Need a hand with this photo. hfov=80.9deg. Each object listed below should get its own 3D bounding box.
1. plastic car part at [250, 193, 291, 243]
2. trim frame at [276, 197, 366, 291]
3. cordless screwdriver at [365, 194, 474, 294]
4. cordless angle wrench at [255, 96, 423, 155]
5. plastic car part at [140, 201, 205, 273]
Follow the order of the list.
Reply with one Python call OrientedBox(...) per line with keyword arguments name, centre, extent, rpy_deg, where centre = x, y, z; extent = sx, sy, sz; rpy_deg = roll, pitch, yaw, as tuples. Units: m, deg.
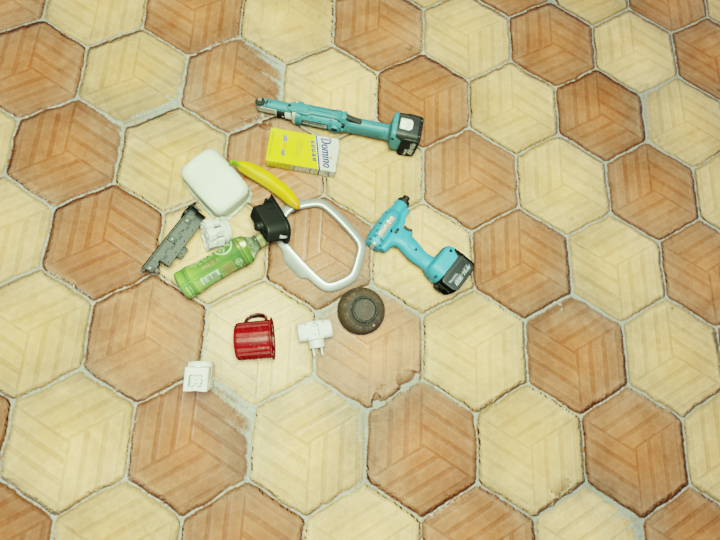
OrientedBox(name="plastic car part", centre=(-0.215, -0.112, 0.975), extent=(0.068, 0.066, 0.121), rpy_deg=(-11, 57, -37))
OrientedBox(name="trim frame", centre=(-0.100, -0.065, 1.024), extent=(0.183, 0.027, 0.250), rpy_deg=(-43, 86, -13))
OrientedBox(name="cordless screwdriver", centre=(0.154, -0.064, 1.023), extent=(0.252, 0.073, 0.159), rpy_deg=(34, 77, 7))
OrientedBox(name="cordless angle wrench", centre=(-0.060, -0.380, 1.072), extent=(0.425, 0.097, 0.075), rpy_deg=(12, 78, 2))
OrientedBox(name="plastic car part", centre=(-0.425, -0.071, 0.978), extent=(0.066, 0.067, 0.203), rpy_deg=(31, 76, -11))
